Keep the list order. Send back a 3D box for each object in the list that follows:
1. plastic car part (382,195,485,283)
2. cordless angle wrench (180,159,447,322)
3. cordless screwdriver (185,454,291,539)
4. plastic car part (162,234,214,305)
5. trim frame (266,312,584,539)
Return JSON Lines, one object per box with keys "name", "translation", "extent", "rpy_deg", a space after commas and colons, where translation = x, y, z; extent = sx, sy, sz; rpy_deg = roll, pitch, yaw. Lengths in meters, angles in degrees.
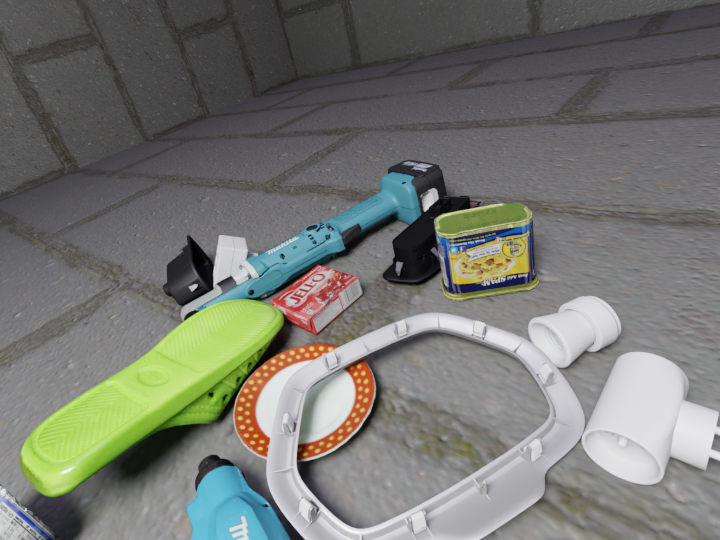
{"name": "plastic car part", "translation": [0.102, -0.052, 0.558], "extent": [0.070, 0.064, 0.200], "rpy_deg": [18, 47, 35]}
{"name": "cordless angle wrench", "translation": [-0.059, -0.039, 0.608], "extent": [0.416, 0.071, 0.103], "rpy_deg": [-31, 33, -19]}
{"name": "cordless screwdriver", "translation": [-0.150, 0.218, 0.230], "extent": [0.243, 0.072, 0.168], "rpy_deg": [-27, 31, -25]}
{"name": "plastic car part", "translation": [-0.267, 0.009, 0.646], "extent": [0.071, 0.063, 0.122], "rpy_deg": [-33, 34, 1]}
{"name": "trim frame", "translation": [0.045, 0.108, 0.329], "extent": [0.243, 0.026, 0.194], "rpy_deg": [-20, 38, -18]}
